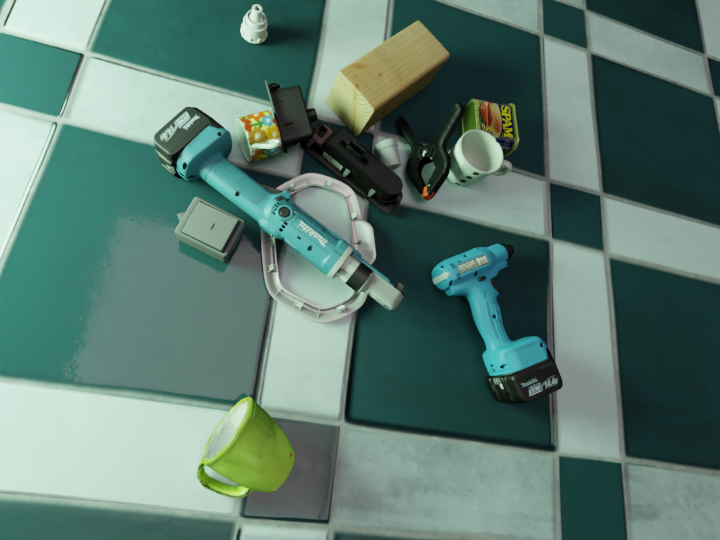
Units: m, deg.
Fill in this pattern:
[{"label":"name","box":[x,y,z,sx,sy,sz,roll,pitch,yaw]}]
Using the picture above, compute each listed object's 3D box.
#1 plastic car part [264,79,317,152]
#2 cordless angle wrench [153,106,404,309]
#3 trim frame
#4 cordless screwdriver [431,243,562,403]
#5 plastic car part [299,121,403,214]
[{"label":"plastic car part","box":[-0.109,-0.255,0.698,0.071,0.065,0.118,-19,82,-1]},{"label":"cordless angle wrench","box":[-0.114,-0.079,0.626,0.426,0.074,0.097,37,70,4]},{"label":"trim frame","box":[-0.066,-0.043,0.677,0.179,0.028,0.253,-1,72,-16]},{"label":"cordless screwdriver","box":[0.238,0.077,0.697,0.156,0.074,0.254,-20,76,-20]},{"label":"plastic car part","box":[-0.002,-0.181,0.719,0.202,0.068,0.066,42,61,-3]}]
